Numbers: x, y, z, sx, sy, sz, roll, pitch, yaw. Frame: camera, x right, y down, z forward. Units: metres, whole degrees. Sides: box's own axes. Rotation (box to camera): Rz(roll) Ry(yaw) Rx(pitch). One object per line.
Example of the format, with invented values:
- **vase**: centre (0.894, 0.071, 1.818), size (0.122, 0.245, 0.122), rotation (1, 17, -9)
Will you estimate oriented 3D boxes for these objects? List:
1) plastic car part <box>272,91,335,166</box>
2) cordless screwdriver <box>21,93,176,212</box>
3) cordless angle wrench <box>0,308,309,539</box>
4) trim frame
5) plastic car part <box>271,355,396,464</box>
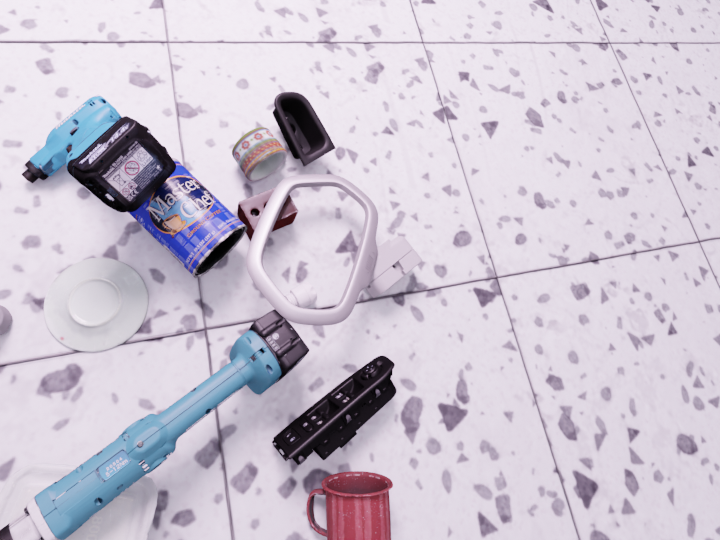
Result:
- **plastic car part**: centre (-0.106, -0.233, 0.701), size (0.065, 0.073, 0.114), rotation (-34, 101, -23)
- **cordless screwdriver**: centre (-0.355, -0.145, 0.551), size (0.263, 0.070, 0.158), rotation (32, 75, 39)
- **cordless angle wrench**: centre (-0.241, 0.196, 0.478), size (0.415, 0.098, 0.076), rotation (-36, 79, -31)
- **trim frame**: centre (-0.060, -0.039, 0.612), size (0.182, 0.027, 0.252), rotation (20, 60, -8)
- **plastic car part**: centre (-0.021, 0.198, 0.590), size (0.200, 0.068, 0.066), rotation (-39, 98, -21)
